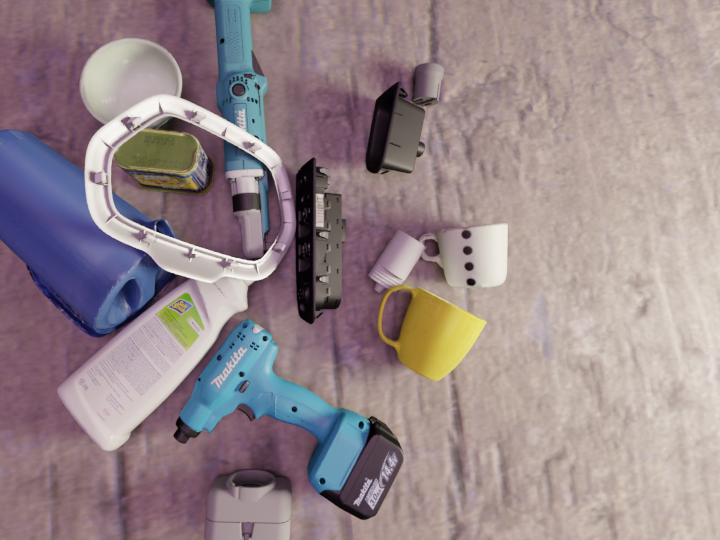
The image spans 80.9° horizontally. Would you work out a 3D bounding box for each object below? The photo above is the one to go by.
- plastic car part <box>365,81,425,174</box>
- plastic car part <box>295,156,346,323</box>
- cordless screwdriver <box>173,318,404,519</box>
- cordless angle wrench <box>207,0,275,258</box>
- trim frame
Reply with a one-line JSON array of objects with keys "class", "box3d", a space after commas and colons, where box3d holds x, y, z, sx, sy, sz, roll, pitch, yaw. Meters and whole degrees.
[{"class": "plastic car part", "box3d": [0.053, -0.178, 0.567, 0.069, 0.068, 0.117, 9, 85, -20]}, {"class": "plastic car part", "box3d": [-0.053, -0.035, 0.540, 0.064, 0.069, 0.205, 8, 79, -32]}, {"class": "cordless screwdriver", "box3d": [-0.086, 0.191, 0.497, 0.251, 0.074, 0.159, 35, 82, 5]}, {"class": "cordless angle wrench", "box3d": [-0.155, -0.226, 0.553, 0.097, 0.074, 0.425, -5, 85, -7]}, {"class": "trim frame", "box3d": [-0.166, -0.082, 0.464, 0.235, 0.029, 0.186, 24, 73, -42]}]
